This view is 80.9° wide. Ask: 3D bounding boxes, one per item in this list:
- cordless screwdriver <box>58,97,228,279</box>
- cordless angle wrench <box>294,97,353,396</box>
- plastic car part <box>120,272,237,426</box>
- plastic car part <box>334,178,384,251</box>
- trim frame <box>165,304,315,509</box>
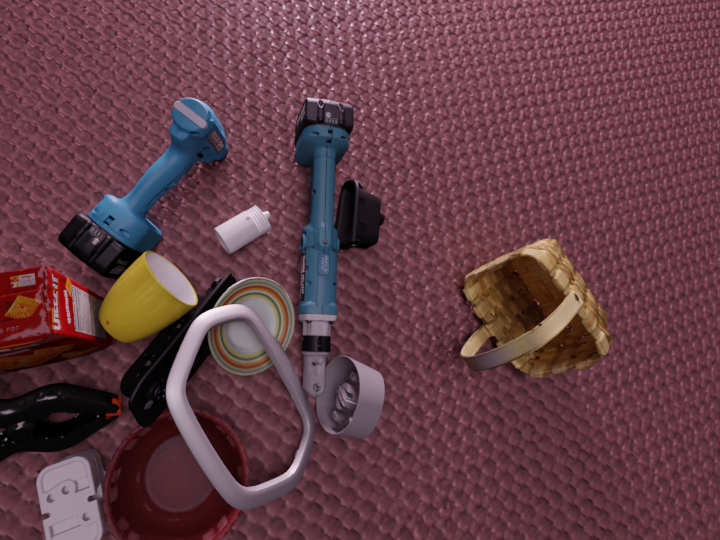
[{"bbox_3d":[-0.271,-0.106,0.574,0.074,0.159,0.248,37,86,-3],"label":"cordless screwdriver"},{"bbox_3d":[-0.060,-0.039,0.614,0.072,0.099,0.428,5,77,-18],"label":"cordless angle wrench"},{"bbox_3d":[-0.227,0.090,0.533,0.069,0.064,0.204,11,50,17],"label":"plastic car part"},{"bbox_3d":[0.003,-0.082,0.659,0.068,0.068,0.118,19,67,-26],"label":"plastic car part"},{"bbox_3d":[-0.136,0.161,0.519,0.245,0.028,0.181,60,38,-9],"label":"trim frame"}]
